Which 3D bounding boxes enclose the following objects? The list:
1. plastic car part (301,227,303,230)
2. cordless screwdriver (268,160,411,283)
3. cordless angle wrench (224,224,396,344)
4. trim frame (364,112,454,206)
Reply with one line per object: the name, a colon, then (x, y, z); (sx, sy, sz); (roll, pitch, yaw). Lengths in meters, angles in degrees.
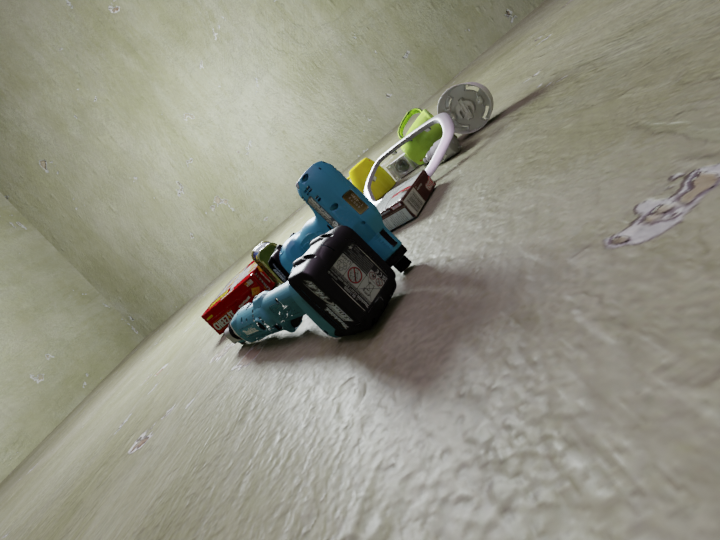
plastic car part: (-0.112, -0.084, 1.028); (0.067, 0.066, 0.202); (-40, 9, 39)
cordless screwdriver: (-0.038, -0.024, 0.574); (0.073, 0.161, 0.250); (-43, -3, -29)
cordless angle wrench: (-0.118, 0.058, 0.579); (0.433, 0.096, 0.074); (-26, 22, 54)
trim frame: (0.088, -0.211, 0.835); (0.255, 0.026, 0.187); (-27, 45, 48)
